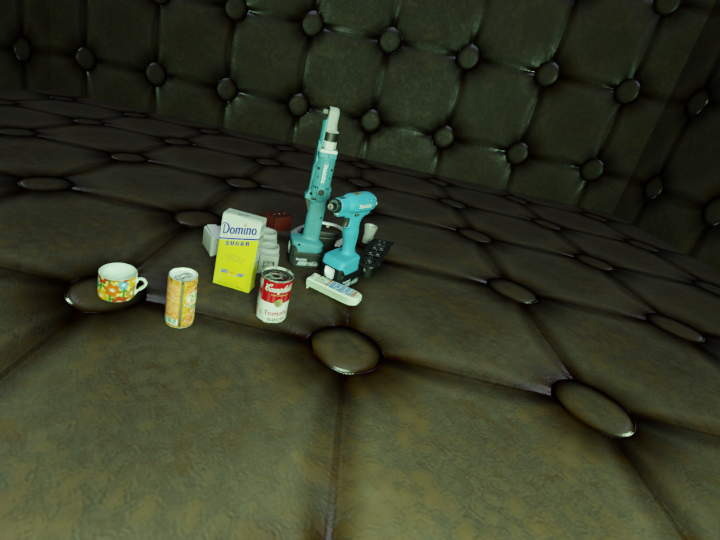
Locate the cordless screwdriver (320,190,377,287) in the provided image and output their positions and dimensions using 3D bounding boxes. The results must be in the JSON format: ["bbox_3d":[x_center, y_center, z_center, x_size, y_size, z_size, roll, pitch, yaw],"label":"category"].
[{"bbox_3d":[-0.045,-0.073,1.046,0.078,0.245,0.153,28,26,30],"label":"cordless screwdriver"}]

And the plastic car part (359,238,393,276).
[{"bbox_3d":[0.036,-0.035,1.222,0.068,0.066,0.200,18,24,11],"label":"plastic car part"}]

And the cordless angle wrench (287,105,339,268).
[{"bbox_3d":[-0.110,-0.210,1.105,0.095,0.417,0.077,7,23,-17],"label":"cordless angle wrench"}]

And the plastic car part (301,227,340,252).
[{"bbox_3d":[-0.121,-0.079,1.240,0.115,0.070,0.068,9,23,-9],"label":"plastic car part"}]

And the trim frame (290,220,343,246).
[{"bbox_3d":[-0.125,-0.121,1.383,0.190,0.027,0.244,19,25,15],"label":"trim frame"}]
